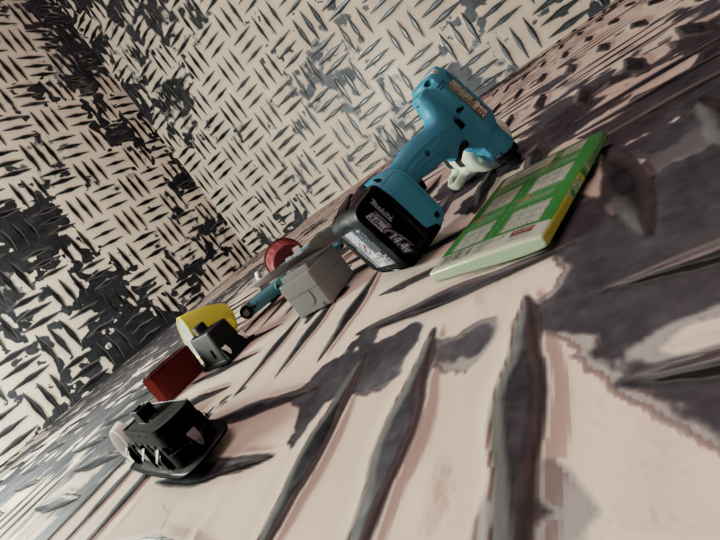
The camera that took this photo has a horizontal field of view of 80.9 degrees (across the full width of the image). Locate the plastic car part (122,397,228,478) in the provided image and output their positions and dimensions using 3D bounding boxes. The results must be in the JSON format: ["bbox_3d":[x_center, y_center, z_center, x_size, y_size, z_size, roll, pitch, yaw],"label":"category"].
[{"bbox_3d":[-0.192,0.158,0.419,0.210,0.066,0.065,-20,12,48],"label":"plastic car part"}]

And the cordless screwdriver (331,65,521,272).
[{"bbox_3d":[0.087,-0.106,0.493,0.249,0.156,0.076,-58,11,-19],"label":"cordless screwdriver"}]

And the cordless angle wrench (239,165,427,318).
[{"bbox_3d":[-0.063,-0.051,0.809,0.422,0.073,0.100,-40,10,-3],"label":"cordless angle wrench"}]

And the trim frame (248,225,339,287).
[{"bbox_3d":[-0.063,-0.041,0.643,0.245,0.027,0.187,-31,4,-15],"label":"trim frame"}]

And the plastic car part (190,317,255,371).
[{"bbox_3d":[-0.236,0.113,0.675,0.120,0.070,0.065,-23,14,42],"label":"plastic car part"}]
